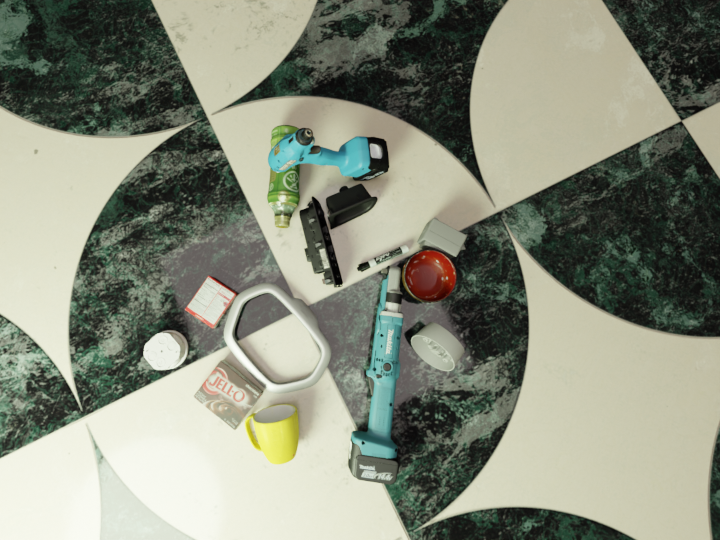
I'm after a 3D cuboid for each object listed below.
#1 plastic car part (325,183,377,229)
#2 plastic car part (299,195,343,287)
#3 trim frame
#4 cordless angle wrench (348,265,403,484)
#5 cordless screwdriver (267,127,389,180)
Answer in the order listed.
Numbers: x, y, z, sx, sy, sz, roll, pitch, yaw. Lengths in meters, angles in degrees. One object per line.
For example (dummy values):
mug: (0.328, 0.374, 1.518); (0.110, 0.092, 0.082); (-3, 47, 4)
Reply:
plastic car part: (-0.030, -0.152, 0.936); (0.115, 0.064, 0.073); (-28, 71, -9)
plastic car part: (-0.090, -0.059, 0.920); (0.069, 0.064, 0.205); (-14, 82, 21)
trim frame: (-0.176, 0.143, 0.898); (0.183, 0.027, 0.251); (-43, 84, -5)
cordless angle wrench: (0.049, 0.199, 0.874); (0.098, 0.074, 0.427); (8, 79, -2)
cordless screwdriver: (-0.050, -0.241, 0.861); (0.239, 0.164, 0.075); (-3, 86, -29)
